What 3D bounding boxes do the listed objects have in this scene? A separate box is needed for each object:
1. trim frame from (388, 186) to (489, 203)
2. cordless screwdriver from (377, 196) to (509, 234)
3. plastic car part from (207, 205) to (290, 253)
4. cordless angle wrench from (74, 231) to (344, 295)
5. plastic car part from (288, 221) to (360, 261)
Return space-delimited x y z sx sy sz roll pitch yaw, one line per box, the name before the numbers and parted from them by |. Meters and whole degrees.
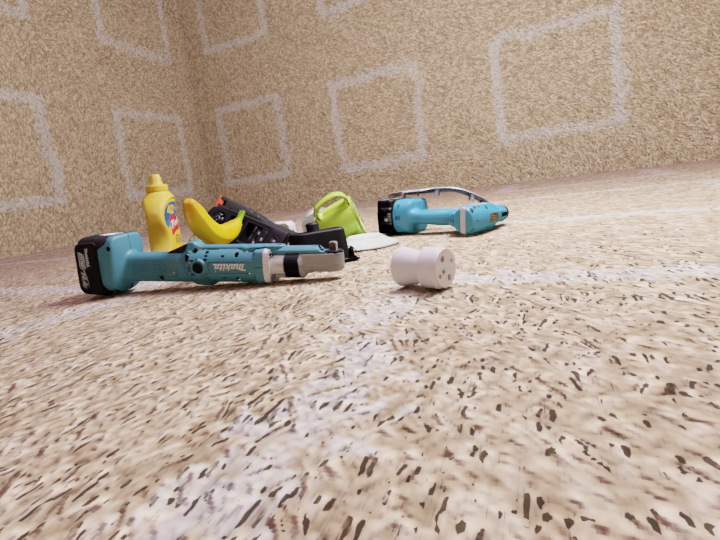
trim frame | 0.178 -0.153 0.980 0.174 0.028 0.261 24 -10 -39
cordless screwdriver | 0.166 -0.116 0.881 0.153 0.073 0.262 -15 16 -42
plastic car part | -0.220 -0.069 0.811 0.212 0.066 0.064 24 -7 23
cordless angle wrench | -0.229 -0.011 0.630 0.435 0.097 0.073 0 11 17
plastic car part | -0.068 -0.044 0.695 0.114 0.070 0.068 -7 8 -12
